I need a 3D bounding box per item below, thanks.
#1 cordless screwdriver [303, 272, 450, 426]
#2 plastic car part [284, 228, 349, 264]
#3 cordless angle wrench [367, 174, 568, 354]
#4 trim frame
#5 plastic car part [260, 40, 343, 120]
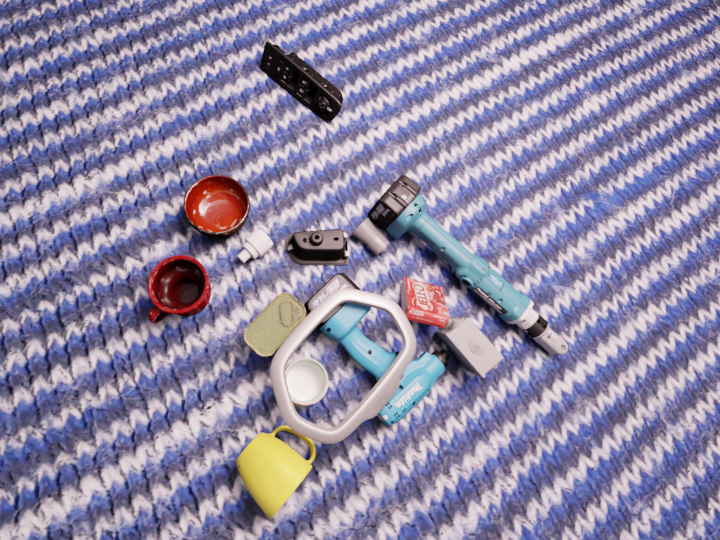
[{"bbox_3d":[0.026,0.112,0.713,0.157,0.074,0.251,-38,85,-16],"label":"cordless screwdriver"},{"bbox_3d":[-0.074,-0.048,0.752,0.114,0.071,0.067,-1,74,-11],"label":"plastic car part"},{"bbox_3d":[0.201,0.003,0.759,0.426,0.098,0.074,42,69,3],"label":"cordless angle wrench"},{"bbox_3d":[-0.024,0.143,0.652,0.185,0.027,0.247,42,77,1],"label":"trim frame"},{"bbox_3d":[-0.112,-0.384,0.863,0.206,0.066,0.066,44,47,9],"label":"plastic car part"}]
